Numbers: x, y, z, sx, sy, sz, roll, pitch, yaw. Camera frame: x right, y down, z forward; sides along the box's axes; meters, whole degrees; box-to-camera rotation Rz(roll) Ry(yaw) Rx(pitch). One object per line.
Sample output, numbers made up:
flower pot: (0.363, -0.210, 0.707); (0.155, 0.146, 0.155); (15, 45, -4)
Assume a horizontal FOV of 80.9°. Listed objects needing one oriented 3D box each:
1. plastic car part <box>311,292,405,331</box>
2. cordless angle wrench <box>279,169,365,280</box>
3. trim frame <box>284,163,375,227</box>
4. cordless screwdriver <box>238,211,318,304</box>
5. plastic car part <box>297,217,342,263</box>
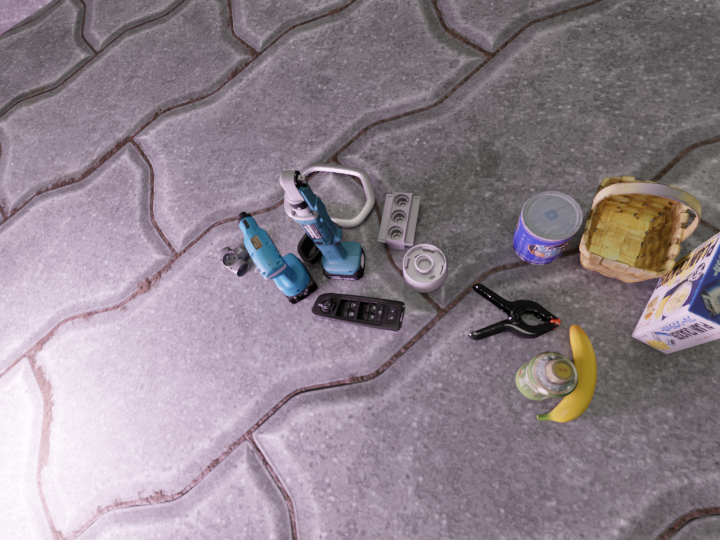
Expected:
plastic car part: (-0.006, 0.091, 0.926); (0.209, 0.064, 0.067); (7, 72, 18)
cordless angle wrench: (-0.074, -0.077, 0.823); (0.100, 0.406, 0.075); (3, 71, 13)
trim frame: (-0.082, -0.190, 1.080); (0.257, 0.026, 0.186); (11, 73, 20)
cordless screwdriver: (-0.184, -0.024, 0.927); (0.074, 0.239, 0.166); (-34, 66, -1)
plastic car part: (-0.099, -0.065, 1.013); (0.069, 0.068, 0.116); (34, 81, 22)
